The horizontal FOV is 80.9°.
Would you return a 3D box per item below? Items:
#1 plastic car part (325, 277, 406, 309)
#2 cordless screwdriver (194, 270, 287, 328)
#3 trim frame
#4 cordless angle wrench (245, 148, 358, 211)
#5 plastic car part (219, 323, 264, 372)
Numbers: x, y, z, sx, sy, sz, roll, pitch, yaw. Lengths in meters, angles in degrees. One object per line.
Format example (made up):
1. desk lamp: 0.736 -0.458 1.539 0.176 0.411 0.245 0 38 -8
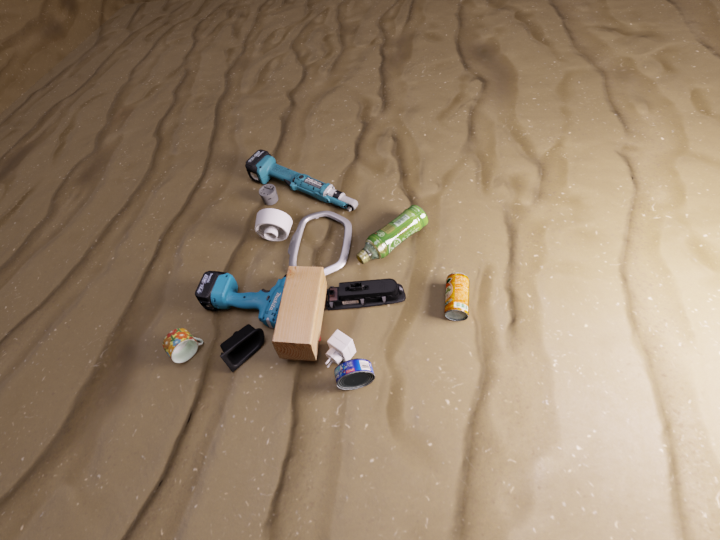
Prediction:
1. plastic car part: 0.010 0.052 1.067 0.206 0.064 0.068 -3 46 8
2. cordless screwdriver: -0.304 0.053 1.135 0.256 0.071 0.161 11 56 16
3. trim frame: -0.119 -0.078 1.215 0.188 0.026 0.254 -1 56 12
4. cordless angle wrench: -0.188 -0.281 1.359 0.443 0.071 0.097 26 63 26
5. plastic car part: -0.300 0.180 1.050 0.115 0.063 0.075 -42 43 -22
